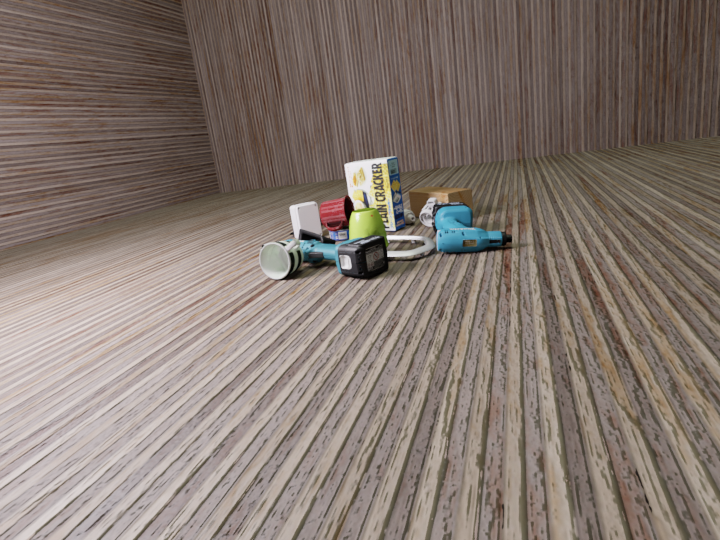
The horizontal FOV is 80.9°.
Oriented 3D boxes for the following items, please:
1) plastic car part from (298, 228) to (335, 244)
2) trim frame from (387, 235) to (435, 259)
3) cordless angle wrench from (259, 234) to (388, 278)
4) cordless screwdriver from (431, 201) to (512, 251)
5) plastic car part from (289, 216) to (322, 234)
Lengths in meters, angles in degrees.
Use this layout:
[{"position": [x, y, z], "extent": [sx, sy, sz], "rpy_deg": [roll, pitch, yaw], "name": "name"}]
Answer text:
[{"position": [-0.112, -0.073, 1.146], "extent": [0.068, 0.065, 0.123], "rpy_deg": [-2, 12, -41], "name": "plastic car part"}, {"position": [0.064, -0.057, 1.050], "extent": [0.261, 0.027, 0.179], "rpy_deg": [5, 21, 34], "name": "trim frame"}, {"position": [-0.118, -0.046, 1.039], "extent": [0.095, 0.073, 0.445], "rpy_deg": [-21, 19, -39], "name": "cordless angle wrench"}, {"position": [0.258, -0.106, 1.034], "extent": [0.161, 0.073, 0.251], "rpy_deg": [-2, 21, 6], "name": "cordless screwdriver"}, {"position": [-0.186, -0.167, 1.474], "extent": [0.068, 0.065, 0.201], "rpy_deg": [4, 22, 16], "name": "plastic car part"}]
